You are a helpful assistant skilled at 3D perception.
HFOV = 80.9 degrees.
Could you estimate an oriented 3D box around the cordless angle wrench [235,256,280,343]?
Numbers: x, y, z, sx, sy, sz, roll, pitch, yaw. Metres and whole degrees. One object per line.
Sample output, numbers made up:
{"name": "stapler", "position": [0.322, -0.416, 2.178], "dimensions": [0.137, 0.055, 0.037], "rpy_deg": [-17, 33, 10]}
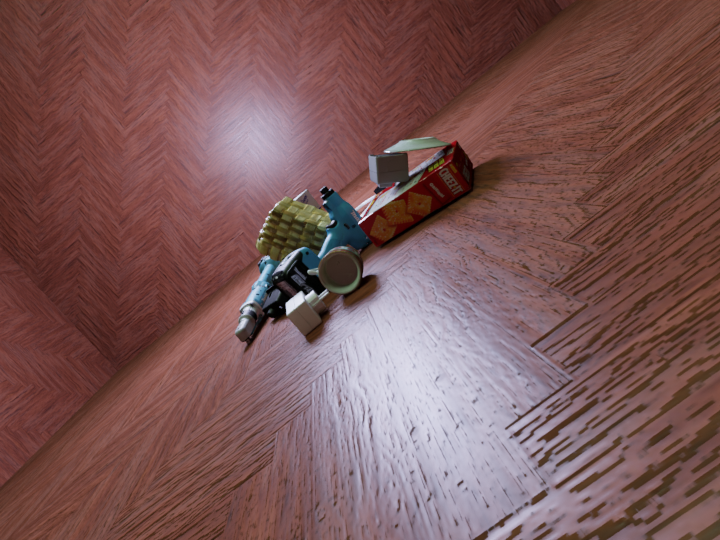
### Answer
{"name": "cordless angle wrench", "position": [-0.256, 0.060, 1.102], "dimensions": [0.075, 0.095, 0.429], "rpy_deg": [-34, 18, 13]}

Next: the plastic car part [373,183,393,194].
{"name": "plastic car part", "position": [0.078, -0.227, 1.136], "dimensions": [0.066, 0.067, 0.205], "rpy_deg": [-35, 5, -12]}

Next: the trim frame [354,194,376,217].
{"name": "trim frame", "position": [-0.011, -0.167, 1.310], "dimensions": [0.188, 0.027, 0.247], "rpy_deg": [-32, 13, 30]}

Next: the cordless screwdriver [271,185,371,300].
{"name": "cordless screwdriver", "position": [-0.085, -0.056, 0.874], "dimensions": [0.247, 0.156, 0.076], "rpy_deg": [-49, 13, -32]}

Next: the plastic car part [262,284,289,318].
{"name": "plastic car part", "position": [-0.181, 0.071, 0.942], "dimensions": [0.119, 0.064, 0.071], "rpy_deg": [-31, 28, 47]}
